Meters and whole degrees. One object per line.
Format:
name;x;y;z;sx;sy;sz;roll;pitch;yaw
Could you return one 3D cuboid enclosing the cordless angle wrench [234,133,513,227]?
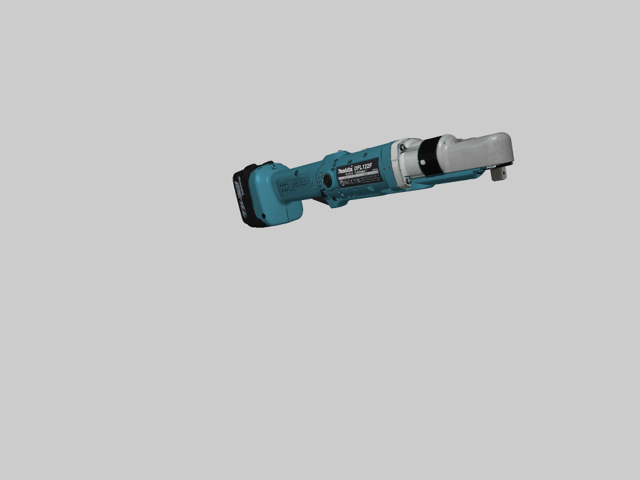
cordless angle wrench;0.027;-0.075;0.521;0.074;0.098;0.424;-19;10;-37
